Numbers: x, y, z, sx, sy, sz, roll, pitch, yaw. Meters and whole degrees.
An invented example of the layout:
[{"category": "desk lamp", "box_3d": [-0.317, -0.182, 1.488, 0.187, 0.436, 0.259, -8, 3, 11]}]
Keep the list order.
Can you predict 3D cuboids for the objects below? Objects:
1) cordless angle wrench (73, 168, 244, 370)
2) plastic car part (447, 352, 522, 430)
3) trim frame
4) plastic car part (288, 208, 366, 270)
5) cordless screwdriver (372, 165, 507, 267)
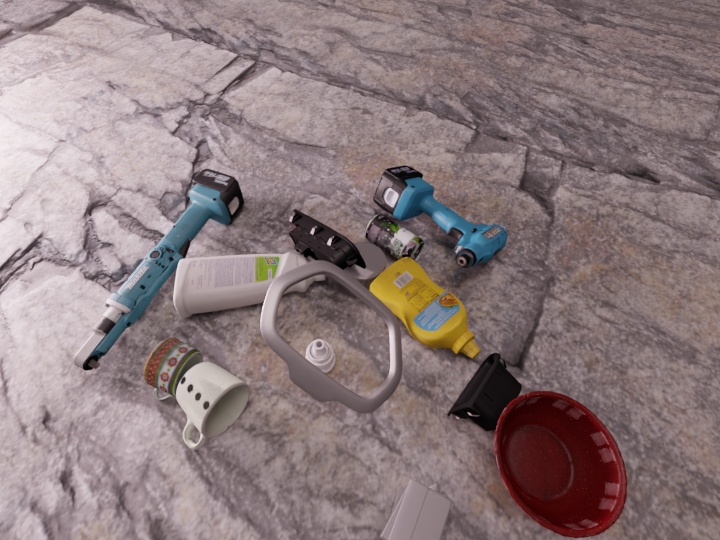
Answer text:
[{"category": "cordless angle wrench", "box_3d": [-0.360, -0.014, 0.766, 0.101, 0.072, 0.425, 18, 58, 14]}, {"category": "plastic car part", "box_3d": [0.191, 0.180, 0.604, 0.073, 0.065, 0.115, 44, 61, 11]}, {"category": "trim frame", "box_3d": [-0.034, 0.095, 0.621, 0.242, 0.028, 0.184, 39, 57, -13]}, {"category": "plastic car part", "box_3d": [-0.071, -0.047, 0.729, 0.066, 0.064, 0.215, -35, 37, -24]}, {"category": "cordless screwdriver", "box_3d": [0.132, -0.097, 0.772, 0.260, 0.073, 0.154, 37, 38, 24]}]
